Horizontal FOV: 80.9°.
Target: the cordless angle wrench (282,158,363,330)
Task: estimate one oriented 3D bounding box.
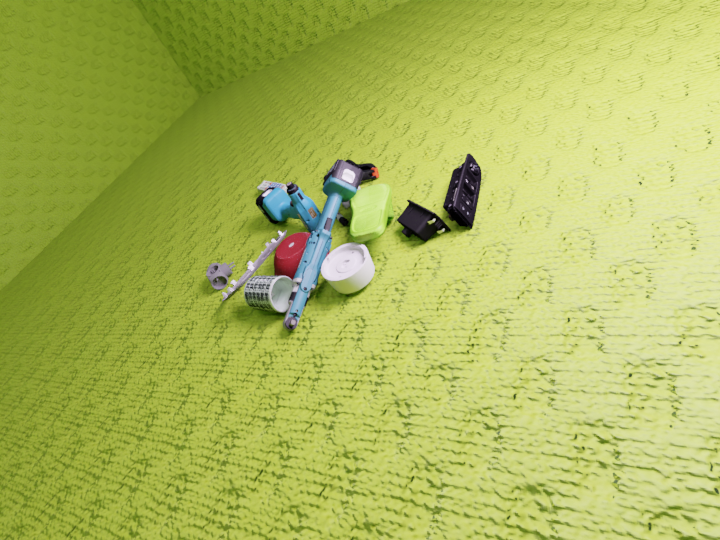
[{"bbox_3d":[-0.095,-0.062,0.968,0.099,0.072,0.427,-36,33,61],"label":"cordless angle wrench"}]

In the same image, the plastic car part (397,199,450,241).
[{"bbox_3d":[0.123,-0.101,0.910,0.071,0.062,0.123,-50,35,0],"label":"plastic car part"}]

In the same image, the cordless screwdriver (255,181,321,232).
[{"bbox_3d":[-0.206,-0.186,1.161,0.074,0.151,0.263,-46,36,-18],"label":"cordless screwdriver"}]

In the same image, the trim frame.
[{"bbox_3d":[-0.268,-0.016,1.060,0.188,0.027,0.247,-28,21,51],"label":"trim frame"}]

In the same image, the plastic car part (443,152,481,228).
[{"bbox_3d":[0.220,-0.172,0.915,0.069,0.064,0.204,-30,29,51],"label":"plastic car part"}]
